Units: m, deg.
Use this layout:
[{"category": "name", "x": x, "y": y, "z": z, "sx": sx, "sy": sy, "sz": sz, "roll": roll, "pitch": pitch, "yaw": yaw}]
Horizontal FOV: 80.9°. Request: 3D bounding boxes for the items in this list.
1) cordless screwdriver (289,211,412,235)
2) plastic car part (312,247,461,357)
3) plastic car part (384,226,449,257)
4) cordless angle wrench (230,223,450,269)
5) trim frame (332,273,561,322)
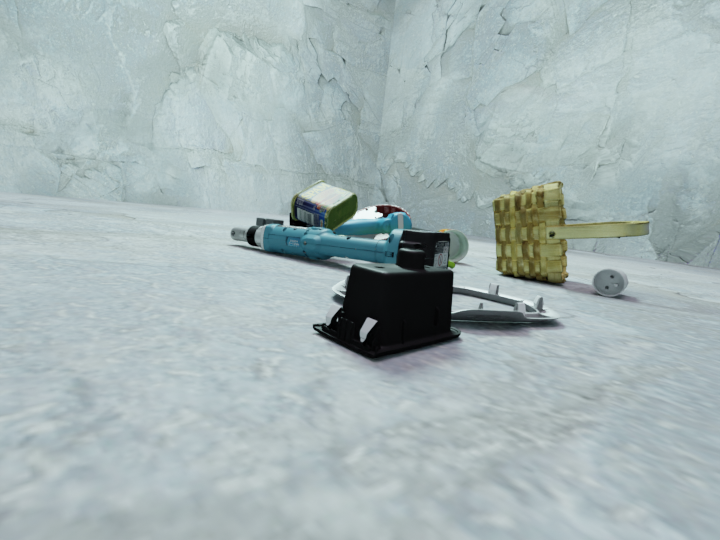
[{"category": "cordless screwdriver", "x": -0.025, "y": -0.091, "z": 0.899, "sx": 0.250, "sy": 0.074, "sz": 0.159, "roll": -2, "pitch": 5, "yaw": 2}, {"category": "plastic car part", "x": 0.031, "y": 0.019, "z": 0.326, "sx": 0.111, "sy": 0.070, "sz": 0.070, "roll": -4, "pitch": 13, "yaw": -41}, {"category": "plastic car part", "x": 0.119, "y": -0.048, "z": 0.877, "sx": 0.066, "sy": 0.065, "sz": 0.209, "roll": -33, "pitch": 15, "yaw": -12}, {"category": "cordless angle wrench", "x": -0.070, "y": -0.046, "z": 0.714, "sx": 0.444, "sy": 0.074, "sz": 0.094, "roll": 9, "pitch": 7, "yaw": 34}, {"category": "trim frame", "x": 0.090, "y": 0.027, "z": 0.466, "sx": 0.242, "sy": 0.027, "sz": 0.190, "roll": 6, "pitch": 9, "yaw": -16}]
